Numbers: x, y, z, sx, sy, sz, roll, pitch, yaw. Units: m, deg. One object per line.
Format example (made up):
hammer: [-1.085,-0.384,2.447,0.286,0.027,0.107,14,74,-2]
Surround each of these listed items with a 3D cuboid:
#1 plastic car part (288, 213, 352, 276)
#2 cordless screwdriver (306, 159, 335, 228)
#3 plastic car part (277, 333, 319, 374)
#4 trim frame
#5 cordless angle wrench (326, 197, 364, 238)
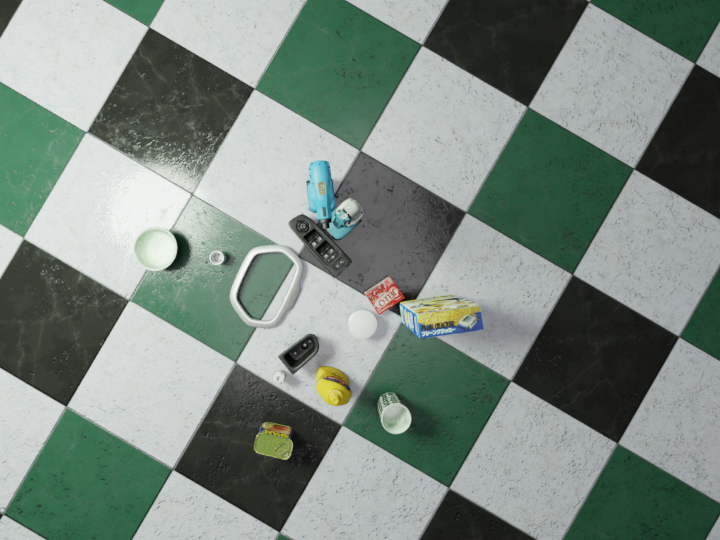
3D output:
plastic car part: [-0.115,-0.076,1.181,0.066,0.067,0.203,-44,90,-1]
cordless screwdriver: [-0.099,-0.182,1.091,0.074,0.250,0.159,-6,92,-5]
plastic car part: [-0.163,0.221,1.176,0.116,0.071,0.066,-40,93,-1]
trim frame: [-0.264,0.044,1.199,0.184,0.027,0.248,24,89,0]
cordless angle wrench: [-0.034,-0.128,1.004,0.098,0.425,0.074,-41,96,-2]
